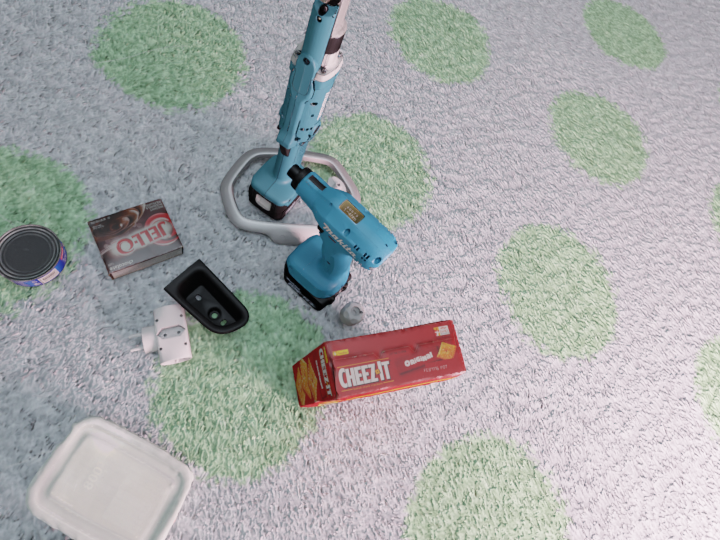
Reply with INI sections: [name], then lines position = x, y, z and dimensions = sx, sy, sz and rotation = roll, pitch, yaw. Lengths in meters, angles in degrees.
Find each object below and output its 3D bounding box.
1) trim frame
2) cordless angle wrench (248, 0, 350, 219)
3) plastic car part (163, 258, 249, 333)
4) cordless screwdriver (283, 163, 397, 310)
[trim frame]
position = -0.120, -0.133, 0.743
dimensions = 0.243, 0.027, 0.188
rotation = 2, 68, -13
[cordless angle wrench]
position = -0.082, -0.199, 0.560
dimensions = 0.074, 0.425, 0.098
rotation = 37, 64, -4
[plastic car part]
position = -0.219, 0.052, 0.618
dimensions = 0.118, 0.071, 0.065
rotation = 43, 64, 4
[cordless screwdriver]
position = -0.058, -0.038, 0.597
dimensions = 0.160, 0.250, 0.073
rotation = 45, 64, 2
